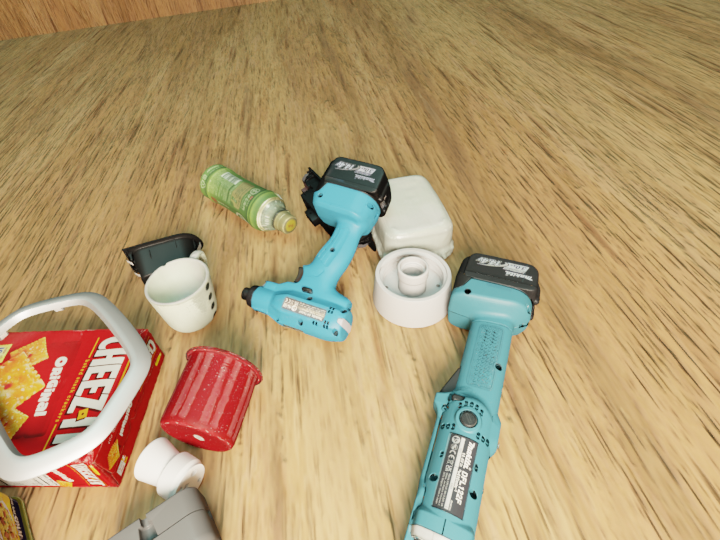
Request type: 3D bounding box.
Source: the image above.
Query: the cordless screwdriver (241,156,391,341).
[{"bbox_3d":[-0.058,-0.038,0.594,0.165,0.071,0.250,13,71,21],"label":"cordless screwdriver"}]

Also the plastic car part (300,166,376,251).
[{"bbox_3d":[-0.049,-0.095,0.701,0.066,0.063,0.214,-32,50,-17],"label":"plastic car part"}]

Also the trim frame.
[{"bbox_3d":[-0.343,0.110,0.468,0.262,0.026,0.181,31,54,31],"label":"trim frame"}]

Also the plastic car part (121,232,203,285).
[{"bbox_3d":[-0.300,-0.009,0.663,0.114,0.064,0.074,-17,60,-14],"label":"plastic car part"}]

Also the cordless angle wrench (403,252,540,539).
[{"bbox_3d":[0.103,0.157,0.422,0.101,0.071,0.424,12,50,19],"label":"cordless angle wrench"}]
